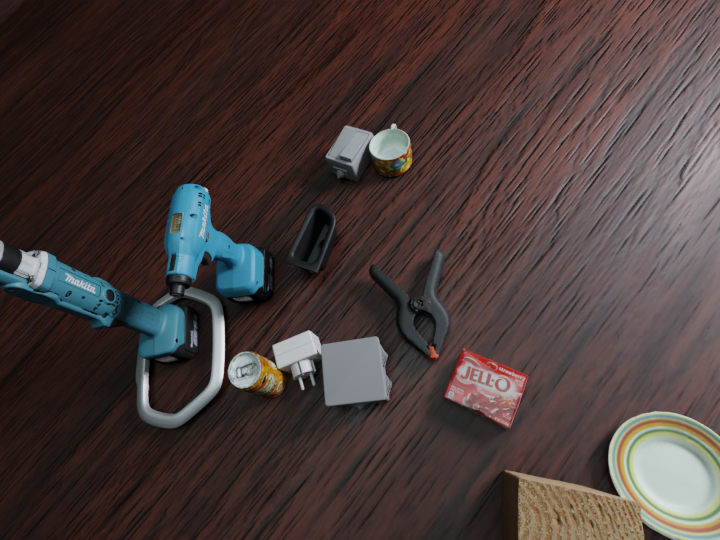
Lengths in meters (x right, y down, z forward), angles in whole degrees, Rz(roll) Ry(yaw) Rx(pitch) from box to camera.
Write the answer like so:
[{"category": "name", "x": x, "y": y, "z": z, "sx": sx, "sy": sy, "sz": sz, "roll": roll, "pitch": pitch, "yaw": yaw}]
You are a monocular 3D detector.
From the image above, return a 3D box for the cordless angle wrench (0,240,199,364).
[{"category": "cordless angle wrench", "x": -0.369, "y": 0.043, "z": 0.587, "sx": 0.075, "sy": 0.404, "sz": 0.101, "roll": -14, "pitch": 64, "yaw": 8}]

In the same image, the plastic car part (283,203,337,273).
[{"category": "plastic car part", "x": -0.071, "y": -0.046, "z": 0.725, "sx": 0.069, "sy": 0.068, "sz": 0.117, "roll": 16, "pitch": 72, "yaw": 22}]

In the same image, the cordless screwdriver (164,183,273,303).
[{"category": "cordless screwdriver", "x": -0.216, "y": -0.004, "z": 0.655, "sx": 0.076, "sy": 0.238, "sz": 0.163, "roll": -8, "pitch": 65, "yaw": 11}]

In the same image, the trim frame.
[{"category": "trim frame", "x": -0.319, "y": 0.143, "z": 0.741, "sx": 0.187, "sy": 0.026, "sz": 0.257, "roll": -16, "pitch": 62, "yaw": 10}]
